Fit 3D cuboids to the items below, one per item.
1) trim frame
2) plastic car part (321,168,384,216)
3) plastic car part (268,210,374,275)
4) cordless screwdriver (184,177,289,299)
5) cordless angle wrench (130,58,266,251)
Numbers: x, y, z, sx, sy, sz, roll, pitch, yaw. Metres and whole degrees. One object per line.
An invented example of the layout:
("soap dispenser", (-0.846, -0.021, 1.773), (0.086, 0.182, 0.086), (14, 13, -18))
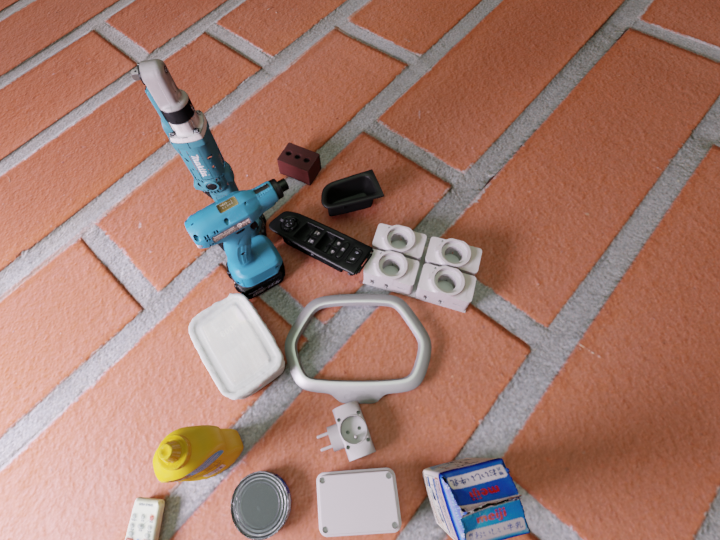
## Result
("trim frame", (-0.007, 0.128, 0.719), (0.251, 0.026, 0.189), (-3, 64, 5))
("plastic car part", (-0.021, -0.140, 0.829), (0.116, 0.069, 0.068), (-18, 65, -4))
("plastic car part", (-0.078, -0.051, 0.793), (0.210, 0.065, 0.066), (29, 70, 18))
("cordless screwdriver", (-0.175, -0.051, 0.705), (0.158, 0.241, 0.077), (-31, 69, -11))
("cordless angle wrench", (-0.236, -0.153, 0.668), (0.098, 0.410, 0.076), (-6, 66, -1))
